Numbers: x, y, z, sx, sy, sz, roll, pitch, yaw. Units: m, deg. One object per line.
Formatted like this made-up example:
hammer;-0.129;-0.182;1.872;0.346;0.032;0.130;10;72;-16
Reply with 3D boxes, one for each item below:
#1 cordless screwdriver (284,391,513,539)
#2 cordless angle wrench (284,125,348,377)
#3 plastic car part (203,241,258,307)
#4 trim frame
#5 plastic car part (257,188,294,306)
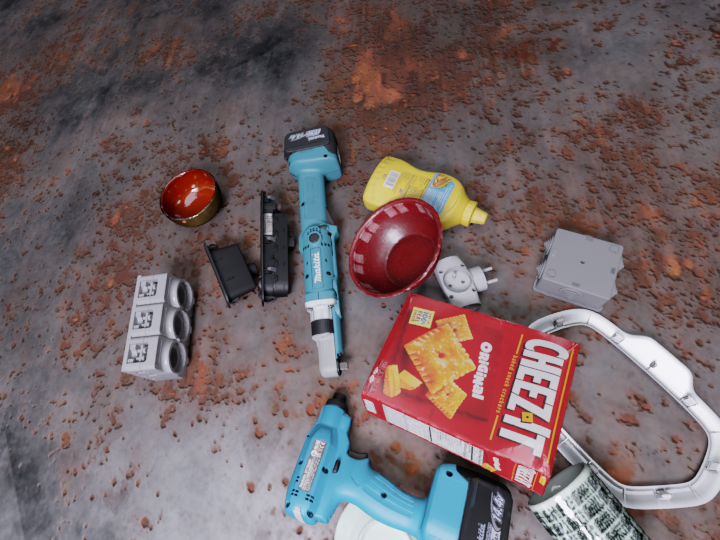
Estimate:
cordless screwdriver;0.045;0.250;0.514;0.257;0.071;0.160;9;49;18
cordless angle wrench;-0.068;-0.044;0.691;0.099;0.071;0.435;-10;65;8
plastic car part;-0.211;0.003;0.712;0.070;0.064;0.121;-26;65;-17
trim frame;0.311;0.160;0.521;0.183;0.026;0.261;-36;60;-6
plastic car part;-0.145;-0.034;0.712;0.066;0.066;0.208;6;62;-14
